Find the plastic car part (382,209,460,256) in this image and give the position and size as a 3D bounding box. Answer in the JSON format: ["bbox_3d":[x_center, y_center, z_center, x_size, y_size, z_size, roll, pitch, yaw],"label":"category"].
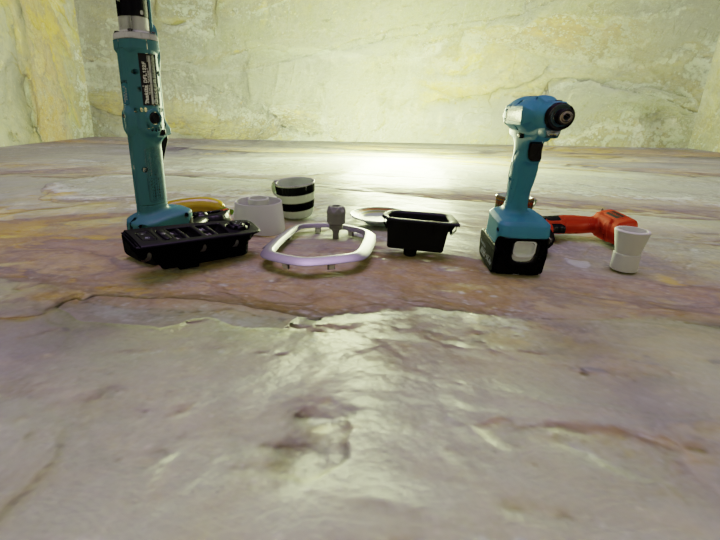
[{"bbox_3d":[0.091,-0.058,0.683,0.117,0.069,0.067,2,20,2],"label":"plastic car part"}]

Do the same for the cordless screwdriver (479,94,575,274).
[{"bbox_3d":[0.232,-0.112,0.588,0.075,0.244,0.161,3,19,1],"label":"cordless screwdriver"}]

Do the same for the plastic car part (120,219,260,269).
[{"bbox_3d":[-0.240,-0.039,0.631,0.195,0.066,0.070,-19,28,-41],"label":"plastic car part"}]

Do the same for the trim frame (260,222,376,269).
[{"bbox_3d":[-0.069,-0.045,0.705,0.187,0.027,0.249,4,21,8],"label":"trim frame"}]

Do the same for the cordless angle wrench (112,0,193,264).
[{"bbox_3d":[-0.312,-0.220,0.614,0.078,0.415,0.095,14,22,32],"label":"cordless angle wrench"}]
